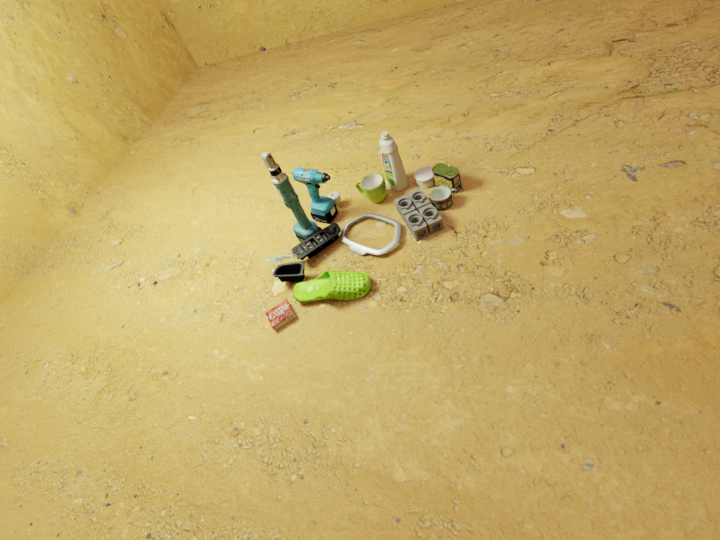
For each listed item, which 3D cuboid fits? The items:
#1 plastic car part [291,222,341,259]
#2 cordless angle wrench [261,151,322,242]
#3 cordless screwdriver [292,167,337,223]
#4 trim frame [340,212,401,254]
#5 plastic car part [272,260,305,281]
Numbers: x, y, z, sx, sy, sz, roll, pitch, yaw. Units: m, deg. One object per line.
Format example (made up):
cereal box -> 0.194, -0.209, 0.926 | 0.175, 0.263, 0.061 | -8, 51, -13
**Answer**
plastic car part -> -0.154, -0.101, 1.575 | 0.202, 0.064, 0.070 | -37, 47, -9
cordless angle wrench -> -0.249, -0.252, 1.512 | 0.103, 0.402, 0.074 | 24, 63, 36
cordless screwdriver -> -0.150, -0.287, 1.611 | 0.167, 0.236, 0.074 | 15, 58, 32
trim frame -> 0.036, -0.133, 1.543 | 0.263, 0.026, 0.183 | 24, 65, 37
plastic car part -> -0.247, 0.014, 1.517 | 0.120, 0.067, 0.067 | -7, 49, 18
